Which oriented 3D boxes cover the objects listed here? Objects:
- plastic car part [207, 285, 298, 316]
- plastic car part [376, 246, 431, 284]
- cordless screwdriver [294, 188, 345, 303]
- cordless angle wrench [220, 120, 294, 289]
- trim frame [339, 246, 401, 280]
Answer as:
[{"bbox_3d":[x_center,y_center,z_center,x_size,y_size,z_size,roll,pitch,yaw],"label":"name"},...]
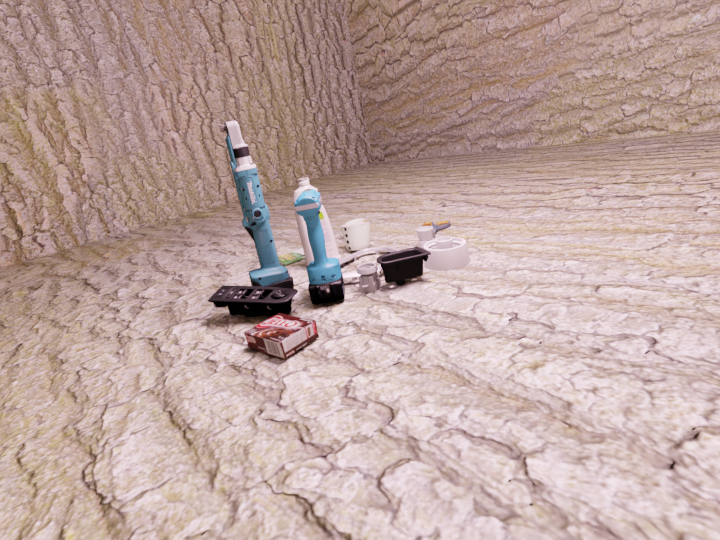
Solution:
[{"bbox_3d":[-0.233,0.071,0.931,0.210,0.065,0.065,-4,18,22],"label":"plastic car part"},{"bbox_3d":[0.093,-0.005,0.943,0.114,0.069,0.068,-16,17,-14],"label":"plastic car part"},{"bbox_3d":[-0.093,-0.061,0.947,0.075,0.243,0.161,-10,16,2],"label":"cordless screwdriver"},{"bbox_3d":[-0.245,-0.132,0.982,0.096,0.414,0.077,-15,15,-16],"label":"cordless angle wrench"},{"bbox_3d":[0.008,-0.020,1.103,0.193,0.027,0.242,3,24,38],"label":"trim frame"}]
